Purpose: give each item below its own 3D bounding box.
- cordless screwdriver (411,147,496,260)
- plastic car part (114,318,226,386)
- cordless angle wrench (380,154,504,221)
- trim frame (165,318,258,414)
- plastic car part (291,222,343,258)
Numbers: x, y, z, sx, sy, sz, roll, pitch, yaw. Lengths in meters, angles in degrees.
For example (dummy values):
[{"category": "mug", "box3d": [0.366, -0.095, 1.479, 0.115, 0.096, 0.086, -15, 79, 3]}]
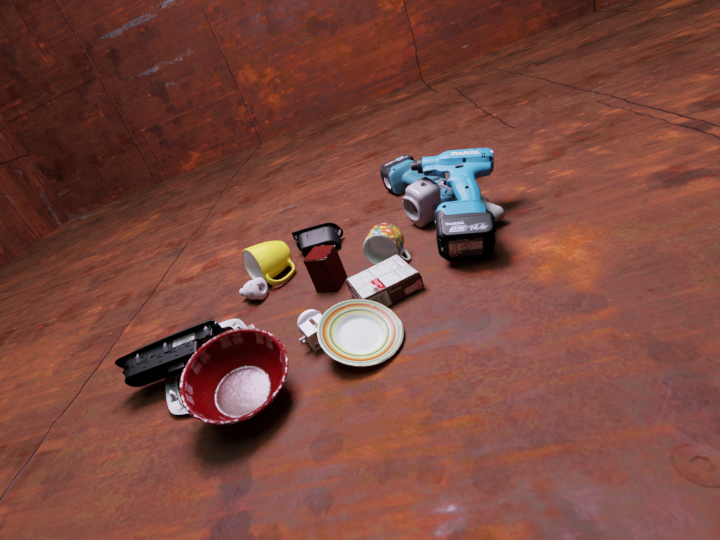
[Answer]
[{"category": "cordless screwdriver", "box3d": [0.170, -0.136, 0.793, 0.164, 0.071, 0.254, -1, 52, 16]}, {"category": "plastic car part", "box3d": [-0.334, 0.156, 0.745, 0.205, 0.063, 0.070, -18, 53, 7]}, {"category": "cordless angle wrench", "box3d": [0.180, -0.187, 0.977, 0.097, 0.071, 0.444, -28, 31, -10]}, {"category": "trim frame", "box3d": [-0.266, 0.160, 0.759, 0.182, 0.026, 0.261, -30, 27, -13]}, {"category": "plastic car part", "box3d": [-0.097, -0.063, 0.987, 0.118, 0.063, 0.073, -15, 43, 9]}]
